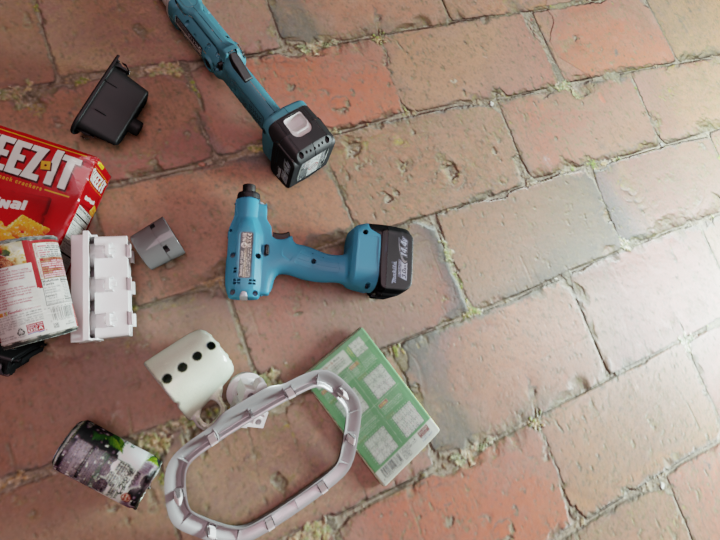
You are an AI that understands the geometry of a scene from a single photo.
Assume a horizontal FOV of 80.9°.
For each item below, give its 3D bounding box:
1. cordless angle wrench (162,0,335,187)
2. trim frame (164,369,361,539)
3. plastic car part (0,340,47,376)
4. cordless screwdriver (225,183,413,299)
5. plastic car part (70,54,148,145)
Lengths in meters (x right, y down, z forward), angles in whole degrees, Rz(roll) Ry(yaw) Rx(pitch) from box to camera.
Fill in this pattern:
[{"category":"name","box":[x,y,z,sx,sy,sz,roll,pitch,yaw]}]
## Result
[{"category":"cordless angle wrench","box":[-0.199,-0.311,0.616,0.073,0.098,0.429,-36,82,-20]},{"category":"trim frame","box":[-0.103,0.220,0.497,0.244,0.029,0.179,-26,108,-17]},{"category":"plastic car part","box":[-0.470,0.078,0.466,0.200,0.067,0.067,23,99,-9]},{"category":"cordless screwdriver","box":[-0.057,-0.037,0.584,0.245,0.074,0.161,2,76,-9]},{"category":"plastic car part","box":[-0.329,-0.216,0.574,0.068,0.068,0.117,26,75,-24]}]
